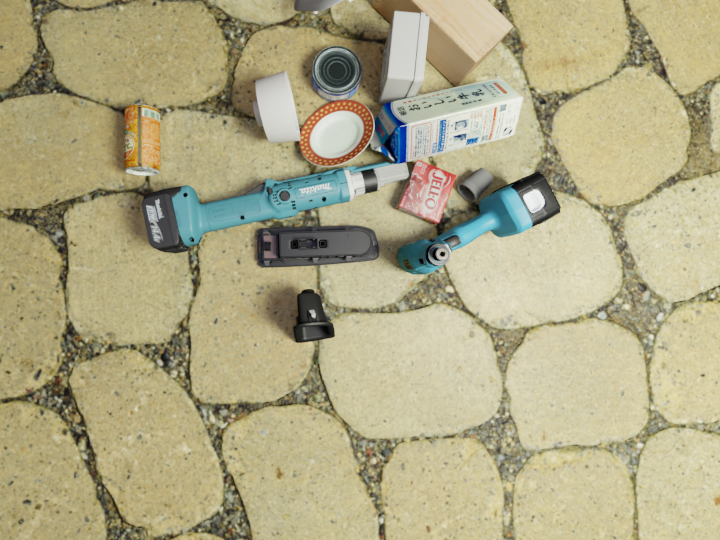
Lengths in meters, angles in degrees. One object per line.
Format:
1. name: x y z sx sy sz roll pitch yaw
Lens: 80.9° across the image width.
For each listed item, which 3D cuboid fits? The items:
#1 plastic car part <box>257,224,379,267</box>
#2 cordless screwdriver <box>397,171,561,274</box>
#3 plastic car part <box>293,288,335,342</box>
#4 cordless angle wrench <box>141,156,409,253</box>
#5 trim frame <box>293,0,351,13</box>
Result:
1. plastic car part: -0.067 -0.044 0.687 0.201 0.067 0.067 -2 80 -5
2. cordless screwdriver: 0.183 -0.066 0.645 0.247 0.160 0.074 -27 93 -6
3. plastic car part: -0.077 0.067 0.659 0.065 0.114 0.073 -9 66 -6
4. cordless angle wrench: -0.125 -0.117 0.684 0.420 0.074 0.098 -13 88 -5
5. trim frame: 0.002 -0.481 0.667 0.252 0.026 0.192 -26 48 16
